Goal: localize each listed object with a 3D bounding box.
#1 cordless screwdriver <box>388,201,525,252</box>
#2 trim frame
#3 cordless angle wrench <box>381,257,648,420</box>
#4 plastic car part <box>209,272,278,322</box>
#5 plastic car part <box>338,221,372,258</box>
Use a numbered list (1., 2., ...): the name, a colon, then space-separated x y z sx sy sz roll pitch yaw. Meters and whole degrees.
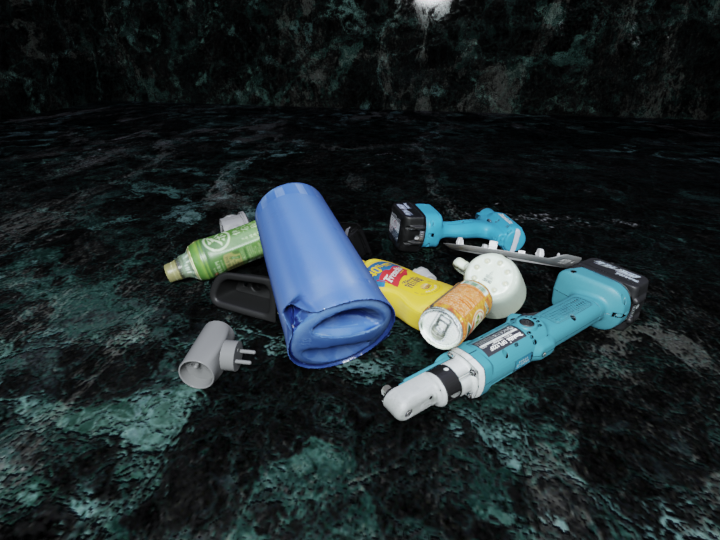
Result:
1. cordless screwdriver: 0.183 -0.096 0.861 0.247 0.073 0.164 1 28 -6
2. trim frame: 0.253 -0.029 0.695 0.236 0.027 0.194 9 4 -39
3. cordless angle wrench: 0.204 0.086 0.534 0.411 0.072 0.104 -19 34 -27
4. plastic car part: -0.165 0.030 0.652 0.121 0.065 0.069 10 14 23
5. plastic car part: -0.074 -0.049 0.761 0.214 0.063 0.066 15 54 49
